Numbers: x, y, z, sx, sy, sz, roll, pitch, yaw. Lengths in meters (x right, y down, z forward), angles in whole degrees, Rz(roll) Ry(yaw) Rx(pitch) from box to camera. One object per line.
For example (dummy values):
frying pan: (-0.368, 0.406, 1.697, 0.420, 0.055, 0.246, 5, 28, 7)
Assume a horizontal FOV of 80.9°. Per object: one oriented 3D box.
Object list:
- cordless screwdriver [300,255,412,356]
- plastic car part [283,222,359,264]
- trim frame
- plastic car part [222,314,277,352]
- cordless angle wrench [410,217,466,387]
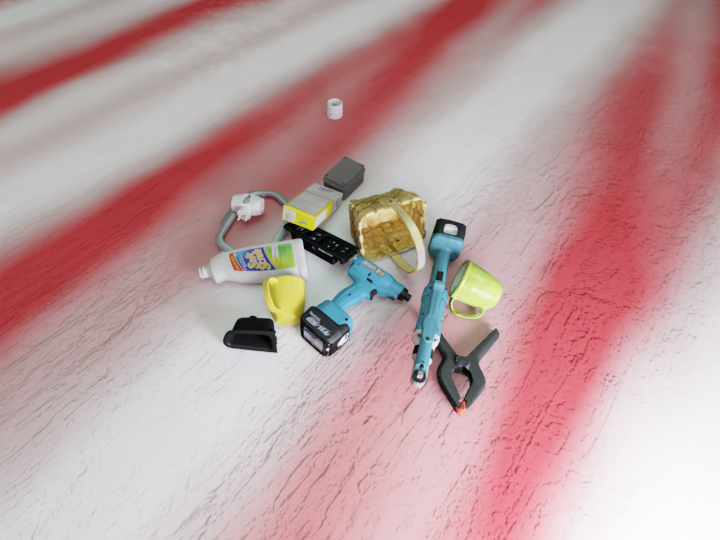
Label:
cordless screwdriver: (-0.009, 0.083, 0.933, 0.166, 0.072, 0.246, 31, 55, 20)
plastic car part: (-0.102, -0.067, 1.046, 0.212, 0.065, 0.065, 31, 52, 25)
trim frame: (-0.279, -0.128, 1.120, 0.188, 0.027, 0.251, 15, 56, 10)
plastic car part: (-0.231, 0.129, 0.910, 0.118, 0.064, 0.072, 5, 38, 6)
cordless angle wrench: (0.161, 0.059, 0.920, 0.076, 0.095, 0.427, 14, 51, 7)
